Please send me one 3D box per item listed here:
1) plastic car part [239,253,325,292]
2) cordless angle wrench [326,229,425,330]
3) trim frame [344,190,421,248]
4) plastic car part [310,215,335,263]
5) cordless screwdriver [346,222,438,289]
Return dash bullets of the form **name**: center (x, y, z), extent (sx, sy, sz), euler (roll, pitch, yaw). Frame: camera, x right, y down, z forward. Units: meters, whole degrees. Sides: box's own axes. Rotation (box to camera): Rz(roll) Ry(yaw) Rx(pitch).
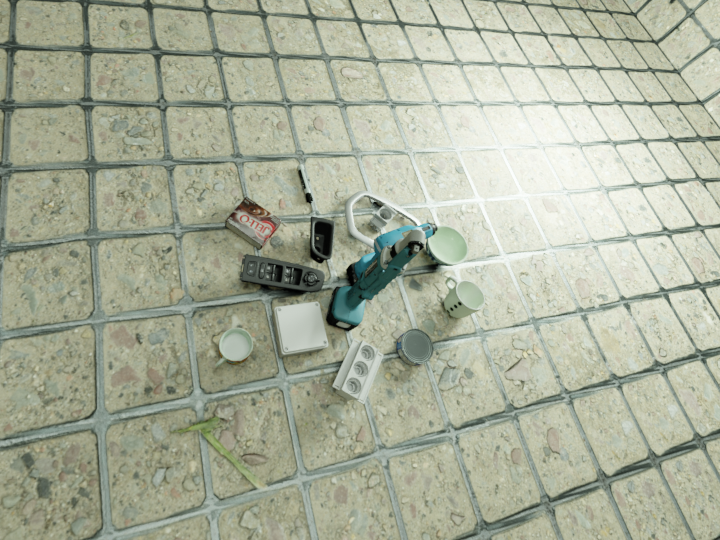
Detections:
- **plastic car part**: center (-0.186, 0.017, 1.011), extent (0.199, 0.067, 0.068), euler (9, 63, -13)
- **cordless angle wrench**: center (0.026, 0.022, 0.866), extent (0.073, 0.424, 0.099), euler (20, 62, -12)
- **trim frame**: center (0.066, -0.129, 1.181), extent (0.247, 0.027, 0.185), euler (26, 60, -3)
- **plastic car part**: center (-0.105, -0.069, 1.076), extent (0.064, 0.071, 0.119), euler (10, 63, -15)
- **cordless screwdriver**: center (0.070, -0.034, 1.007), extent (0.155, 0.249, 0.076), euler (-21, 76, -27)
